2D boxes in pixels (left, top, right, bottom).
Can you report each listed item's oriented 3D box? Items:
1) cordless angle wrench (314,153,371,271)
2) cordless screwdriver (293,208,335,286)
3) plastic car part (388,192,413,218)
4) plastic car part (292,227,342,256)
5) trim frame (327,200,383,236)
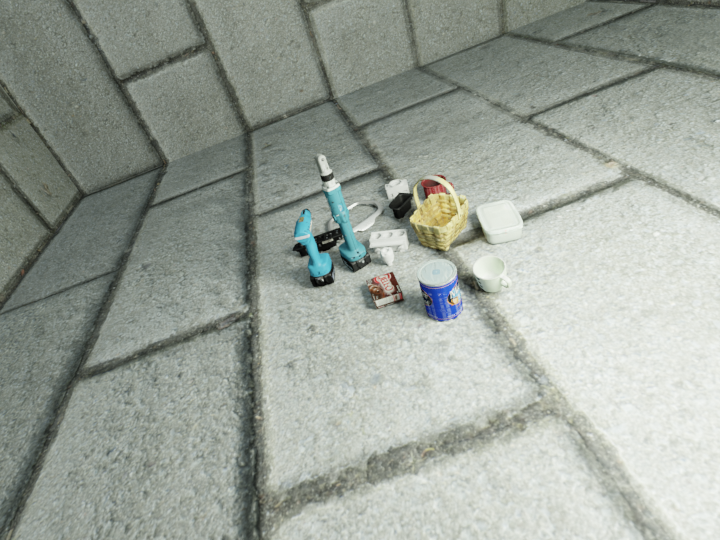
[{"bbox_3d":[-0.065,-0.182,1.354,0.073,0.405,0.103,-30,36,-15],"label":"cordless angle wrench"},{"bbox_3d":[-0.154,-0.077,1.408,0.075,0.238,0.164,-13,36,10],"label":"cordless screwdriver"},{"bbox_3d":[0.154,-0.236,1.594,0.069,0.068,0.116,10,47,36],"label":"plastic car part"},{"bbox_3d":[-0.155,-0.101,1.584,0.205,0.064,0.068,-15,36,9],"label":"plastic car part"},{"bbox_3d":[-0.024,-0.208,1.684,0.245,0.026,0.195,-36,39,-18],"label":"trim frame"}]
